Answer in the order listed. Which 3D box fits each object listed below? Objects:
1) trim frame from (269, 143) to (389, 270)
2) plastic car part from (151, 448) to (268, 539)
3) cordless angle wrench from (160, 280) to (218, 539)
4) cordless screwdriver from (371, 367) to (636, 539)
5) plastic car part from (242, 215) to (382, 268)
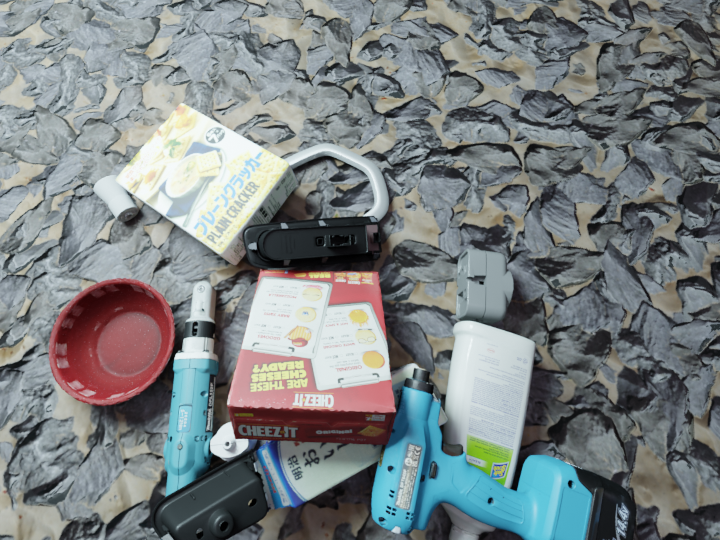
[{"bbox_3d":[-0.076,-0.099,0.649,0.246,0.027,0.190,-30,72,-11],"label":"trim frame"},{"bbox_3d":[-0.141,0.243,0.426,0.112,0.073,0.066,-16,87,-38],"label":"plastic car part"},{"bbox_3d":[-0.205,0.216,0.508,0.074,0.095,0.433,-4,67,0],"label":"cordless angle wrench"},{"bbox_3d":[0.146,0.211,0.449,0.249,0.073,0.160,15,76,1],"label":"cordless screwdriver"},{"bbox_3d":[-0.056,-0.037,0.575,0.198,0.069,0.066,-5,99,-17],"label":"plastic car part"}]
